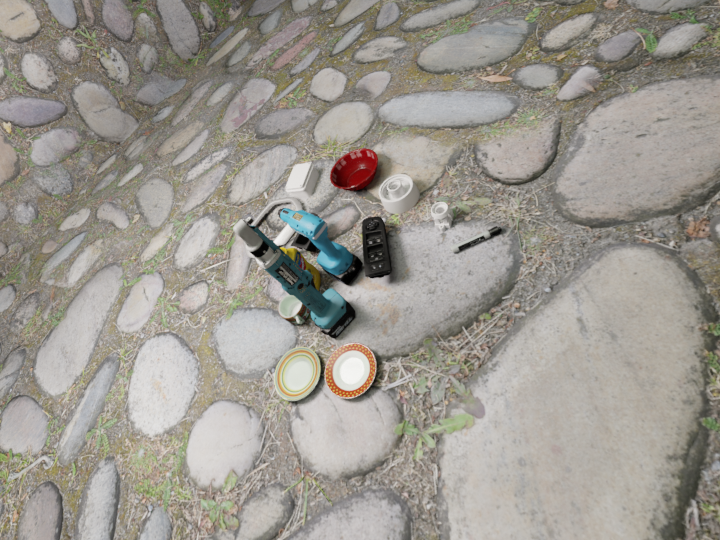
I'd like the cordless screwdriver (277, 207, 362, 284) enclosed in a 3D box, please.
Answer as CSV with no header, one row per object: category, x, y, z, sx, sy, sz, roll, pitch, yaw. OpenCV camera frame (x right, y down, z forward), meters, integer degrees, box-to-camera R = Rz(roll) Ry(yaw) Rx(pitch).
cordless screwdriver,-0.105,-0.069,1.078,0.168,0.235,0.074,27,75,40

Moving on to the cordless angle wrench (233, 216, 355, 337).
cordless angle wrench,-0.142,0.021,0.926,0.098,0.400,0.079,-46,48,-6

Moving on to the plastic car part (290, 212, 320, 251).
plastic car part,-0.140,-0.101,1.236,0.069,0.067,0.117,13,66,36

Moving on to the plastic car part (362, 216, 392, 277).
plastic car part,0.045,-0.058,1.097,0.068,0.063,0.210,-20,51,18

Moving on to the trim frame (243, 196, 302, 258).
trim frame,-0.289,-0.142,1.383,0.195,0.026,0.248,28,76,41
